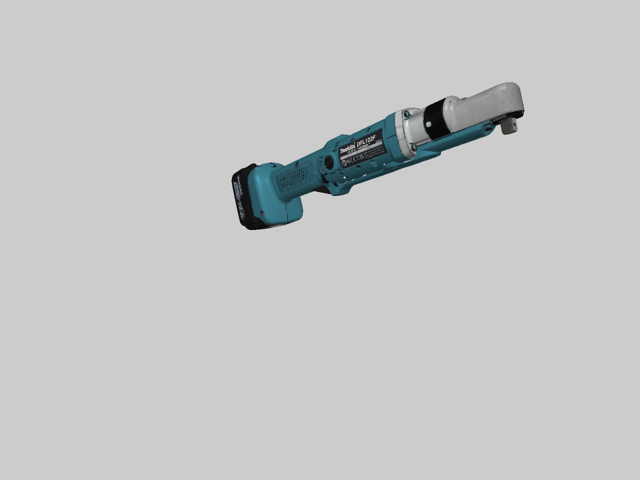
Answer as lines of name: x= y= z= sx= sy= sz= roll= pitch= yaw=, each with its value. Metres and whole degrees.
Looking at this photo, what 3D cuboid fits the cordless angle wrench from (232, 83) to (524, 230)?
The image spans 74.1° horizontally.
cordless angle wrench: x=0.029 y=-0.090 z=0.506 sx=0.074 sy=0.098 sz=0.424 roll=-12 pitch=0 yaw=-40
